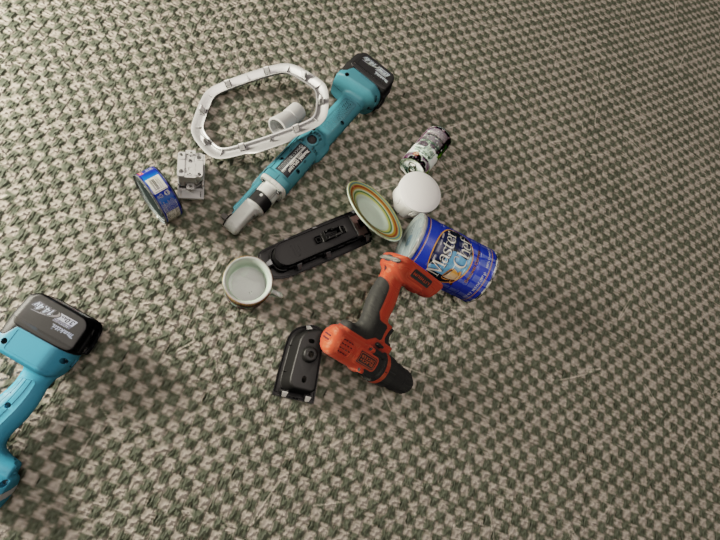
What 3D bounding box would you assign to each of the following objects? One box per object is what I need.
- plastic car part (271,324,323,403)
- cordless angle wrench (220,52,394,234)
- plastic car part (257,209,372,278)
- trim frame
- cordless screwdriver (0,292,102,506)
[{"bbox_3d":[-0.083,0.134,0.631,0.065,0.072,0.118,15,73,-13],"label":"plastic car part"},{"bbox_3d":[-0.092,-0.221,0.749,0.098,0.075,0.421,37,70,-2],"label":"cordless angle wrench"},{"bbox_3d":[-0.069,-0.045,0.702,0.199,0.068,0.066,-25,89,-18],"label":"plastic car part"},{"bbox_3d":[-0.176,-0.280,0.733,0.247,0.027,0.190,-19,68,-4],"label":"trim frame"},{"bbox_3d":[-0.458,0.147,0.533,0.158,0.075,0.250,25,72,-6],"label":"cordless screwdriver"}]
